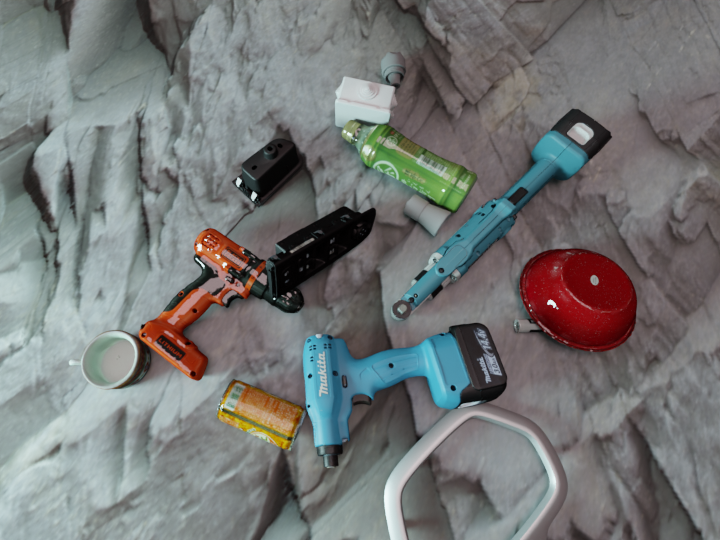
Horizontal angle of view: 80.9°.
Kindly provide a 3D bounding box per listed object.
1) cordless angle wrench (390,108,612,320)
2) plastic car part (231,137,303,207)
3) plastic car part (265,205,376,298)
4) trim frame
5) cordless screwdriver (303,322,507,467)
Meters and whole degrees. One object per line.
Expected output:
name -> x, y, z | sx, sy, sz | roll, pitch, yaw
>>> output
cordless angle wrench -> 0.199, -0.075, 0.633 | 0.421, 0.096, 0.076 | -43, 79, -10
plastic car part -> -0.146, -0.170, 0.672 | 0.067, 0.070, 0.116 | 42, 78, 10
plastic car part -> -0.060, -0.039, 0.612 | 0.198, 0.064, 0.071 | -31, 47, -29
trim frame -> 0.143, 0.284, 0.528 | 0.246, 0.027, 0.190 | -40, 74, -15
cordless screwdriver -> 0.053, 0.154, 0.542 | 0.249, 0.072, 0.164 | -7, 61, 1
